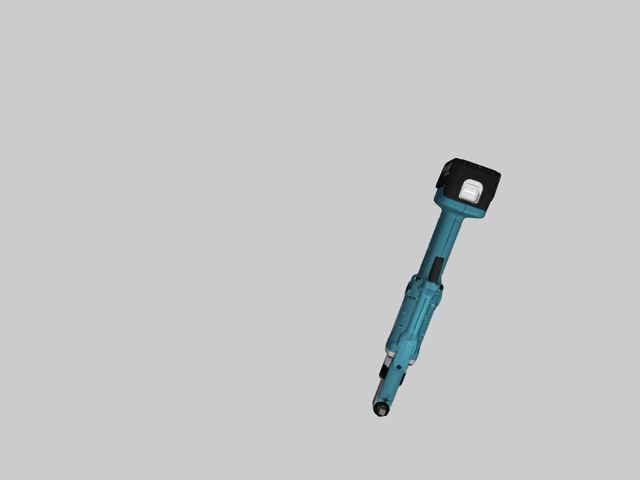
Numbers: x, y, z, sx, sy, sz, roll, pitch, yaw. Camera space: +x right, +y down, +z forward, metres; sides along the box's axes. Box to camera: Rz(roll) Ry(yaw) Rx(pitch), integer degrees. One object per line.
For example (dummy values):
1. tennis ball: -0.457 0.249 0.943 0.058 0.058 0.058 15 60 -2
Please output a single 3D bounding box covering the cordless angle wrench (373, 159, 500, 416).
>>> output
1. cordless angle wrench: 0.166 0.085 0.679 0.074 0.423 0.098 20 5 3
